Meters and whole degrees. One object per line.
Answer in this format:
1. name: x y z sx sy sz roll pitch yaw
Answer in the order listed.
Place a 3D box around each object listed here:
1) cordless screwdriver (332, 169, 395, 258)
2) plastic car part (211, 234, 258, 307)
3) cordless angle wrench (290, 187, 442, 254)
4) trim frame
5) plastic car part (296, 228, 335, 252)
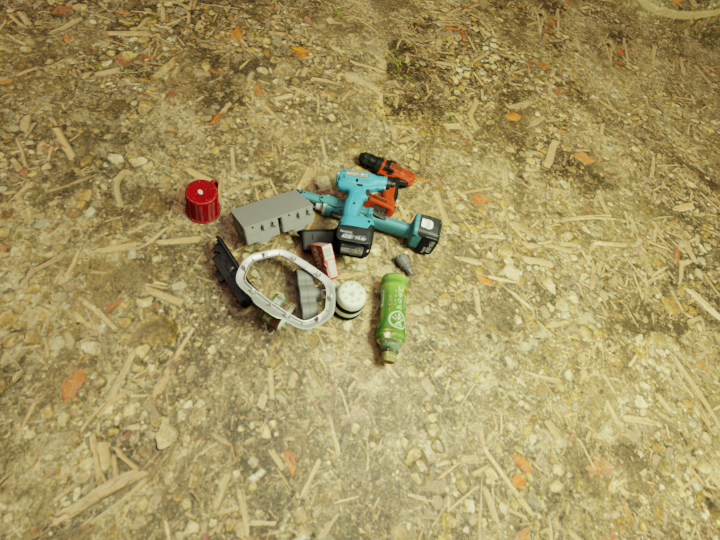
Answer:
1. cordless screwdriver: 0.009 -0.154 1.089 0.159 0.072 0.255 5 59 -1
2. plastic car part: -0.306 0.011 1.020 0.066 0.065 0.209 -36 74 -18
3. cordless angle wrench: 0.006 -0.152 1.170 0.425 0.096 0.075 17 60 2
4. trim frame: -0.169 0.035 0.980 0.254 0.027 0.182 33 50 11
5. plastic car part: -0.109 -0.071 1.114 0.114 0.066 0.072 -5 78 -12
